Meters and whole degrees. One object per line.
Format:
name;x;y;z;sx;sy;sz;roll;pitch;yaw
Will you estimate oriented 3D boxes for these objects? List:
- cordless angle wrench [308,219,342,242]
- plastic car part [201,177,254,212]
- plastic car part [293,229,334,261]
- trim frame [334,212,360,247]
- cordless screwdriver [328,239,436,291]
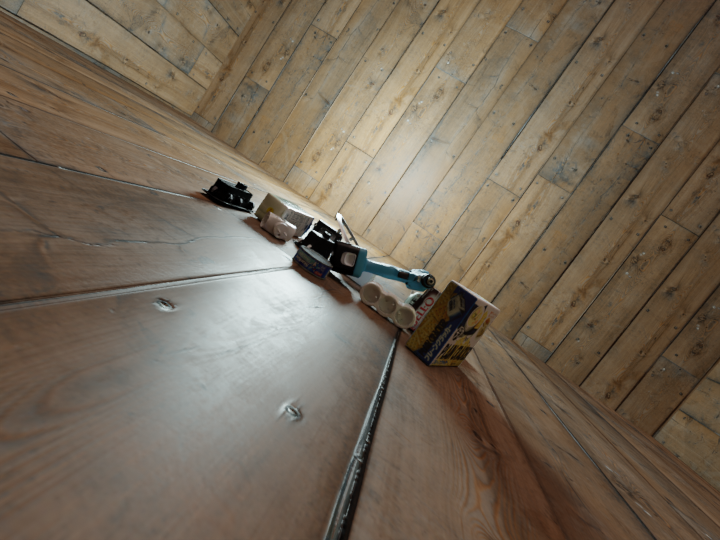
cordless angle wrench;-0.117;-0.127;1.473;0.097;0.074;0.425;34;5;-6
plastic car part;-0.311;-0.186;1.036;0.067;0.067;0.199;42;11;6
plastic car part;-0.110;-0.072;1.122;0.069;0.071;0.110;41;13;33
trim frame;-0.024;-0.070;1.288;0.192;0.028;0.236;-109;173;-45
cordless screwdriver;0.049;-0.004;0.999;0.248;0.074;0.160;16;-2;-3
